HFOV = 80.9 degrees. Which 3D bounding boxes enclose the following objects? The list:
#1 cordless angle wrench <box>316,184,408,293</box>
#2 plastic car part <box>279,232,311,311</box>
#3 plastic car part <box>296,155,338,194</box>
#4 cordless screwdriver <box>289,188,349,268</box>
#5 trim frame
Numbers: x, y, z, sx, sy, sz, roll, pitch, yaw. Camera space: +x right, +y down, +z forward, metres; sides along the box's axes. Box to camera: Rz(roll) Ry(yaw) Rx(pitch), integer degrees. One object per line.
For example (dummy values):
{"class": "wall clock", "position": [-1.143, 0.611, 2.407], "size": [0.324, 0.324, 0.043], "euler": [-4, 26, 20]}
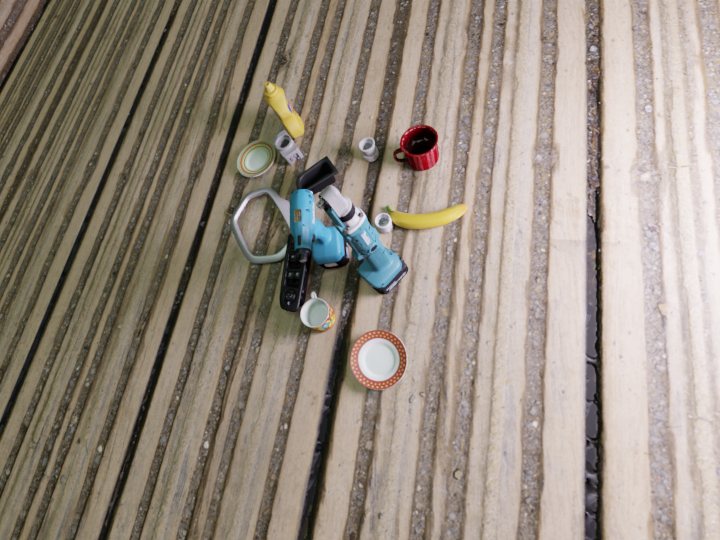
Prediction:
{"class": "cordless angle wrench", "position": [0.007, -0.057, 0.835], "size": [0.098, 0.403, 0.078], "euler": [-46, 64, -3]}
{"class": "plastic car part", "position": [-0.160, 0.007, 1.067], "size": [0.068, 0.064, 0.206], "euler": [1, 70, 20]}
{"class": "plastic car part", "position": [-0.115, -0.243, 1.148], "size": [0.117, 0.067, 0.069], "euler": [-34, 63, 5]}
{"class": "cordless screwdriver", "position": [-0.095, -0.062, 0.971], "size": [0.076, 0.237, 0.163], "euler": [-10, 67, 14]}
{"class": "trim frame", "position": [-0.269, -0.127, 1.185], "size": [0.185, 0.026, 0.260], "euler": [-35, 61, 5]}
